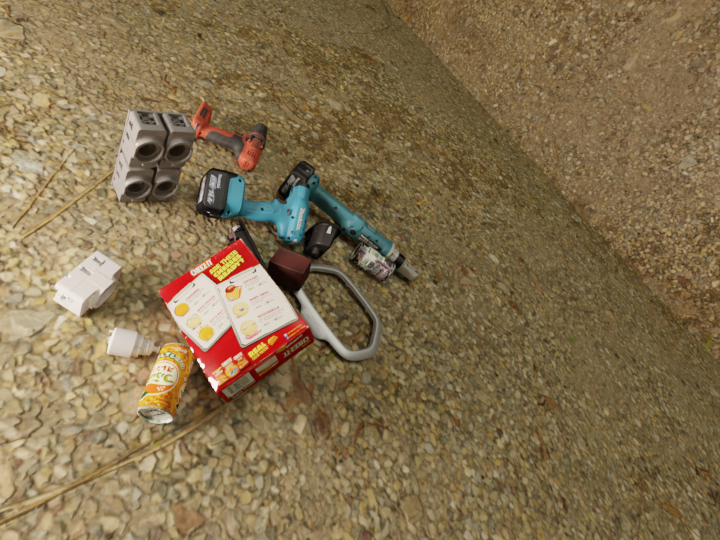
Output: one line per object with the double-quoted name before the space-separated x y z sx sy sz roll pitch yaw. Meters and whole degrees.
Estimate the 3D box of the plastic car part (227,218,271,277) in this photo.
"plastic car part" -0.220 -0.003 0.843 0.065 0.066 0.210 -21 67 -36

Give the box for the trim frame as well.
"trim frame" -0.051 0.083 0.919 0.178 0.028 0.254 -24 72 -48

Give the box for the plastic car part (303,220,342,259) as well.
"plastic car part" -0.094 -0.062 0.964 0.064 0.119 0.071 28 66 -17

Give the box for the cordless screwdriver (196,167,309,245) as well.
"cordless screwdriver" -0.226 -0.162 0.935 0.238 0.077 0.161 17 75 -27

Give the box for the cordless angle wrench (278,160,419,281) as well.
"cordless angle wrench" -0.015 -0.110 1.078 0.417 0.099 0.074 38 37 -7
